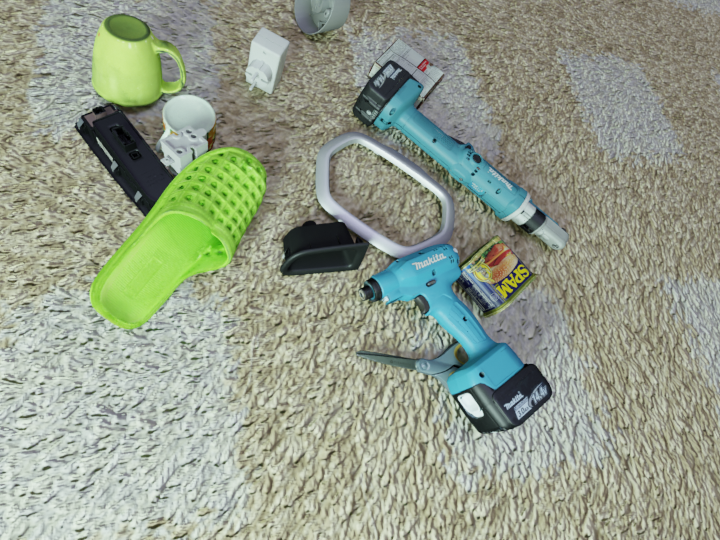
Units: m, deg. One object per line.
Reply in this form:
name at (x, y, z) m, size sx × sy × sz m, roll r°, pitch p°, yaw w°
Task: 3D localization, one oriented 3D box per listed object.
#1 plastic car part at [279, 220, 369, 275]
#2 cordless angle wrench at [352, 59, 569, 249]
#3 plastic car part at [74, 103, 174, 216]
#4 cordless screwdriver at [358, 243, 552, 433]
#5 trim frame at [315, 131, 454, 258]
plastic car part at (-0.058, -0.038, 0.589) m, size 0.114 × 0.065 × 0.074 m, roll -3°, pitch 56°, yaw -15°
cordless angle wrench at (0.178, -0.175, 0.706) m, size 0.422 × 0.075 × 0.097 m, roll 40°, pitch 63°, yaw -1°
plastic car part at (-0.297, -0.147, 0.560) m, size 0.065 × 0.068 × 0.205 m, roll -34°, pitch 84°, yaw -34°
cordless screwdriver at (0.115, 0.089, 0.559) m, size 0.155 × 0.074 × 0.257 m, roll -21°, pitch 68°, yaw -24°
trim frame at (0.039, -0.121, 0.666) m, size 0.249 × 0.027 × 0.184 m, roll 32°, pitch 64°, yaw 0°
